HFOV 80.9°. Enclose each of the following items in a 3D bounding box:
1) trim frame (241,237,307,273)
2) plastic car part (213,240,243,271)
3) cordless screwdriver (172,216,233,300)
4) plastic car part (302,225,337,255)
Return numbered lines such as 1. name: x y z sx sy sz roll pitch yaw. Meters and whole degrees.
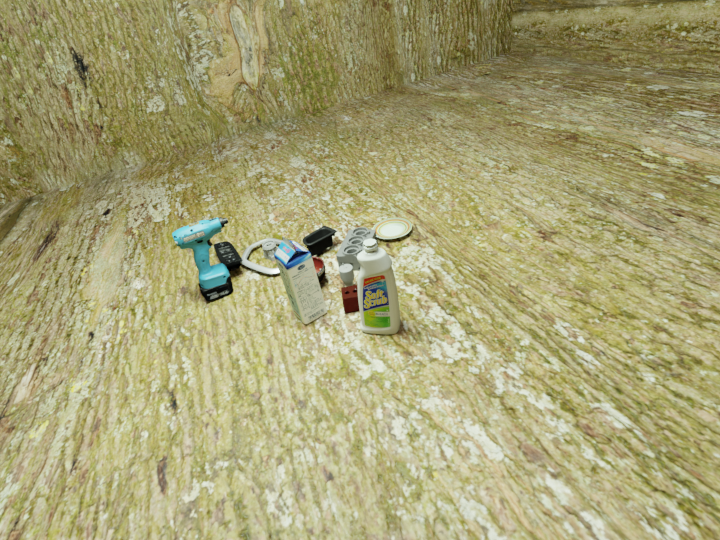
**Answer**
1. trim frame: -0.291 -0.052 1.420 0.262 0.026 0.181 15 44 35
2. plastic car part: -0.449 -0.046 1.435 0.065 0.064 0.214 -25 36 -17
3. cordless screwdriver: -0.442 -0.038 1.268 0.157 0.239 0.078 -22 34 -14
4. plastic car part: -0.135 -0.088 1.378 0.114 0.068 0.070 -35 39 -28
